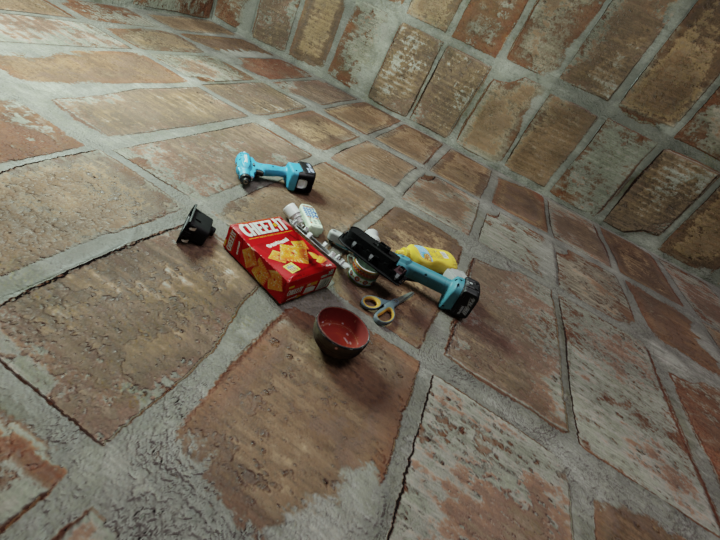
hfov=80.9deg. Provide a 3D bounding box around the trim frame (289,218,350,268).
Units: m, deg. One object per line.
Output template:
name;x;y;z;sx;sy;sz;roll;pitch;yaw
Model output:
trim frame;-0.100;-0.065;1.022;0.181;0.027;0.253;41;-1;-10

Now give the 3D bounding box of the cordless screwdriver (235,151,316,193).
cordless screwdriver;-0.264;-0.296;1.318;0.240;0.073;0.166;7;36;-21

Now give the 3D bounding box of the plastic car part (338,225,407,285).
plastic car part;0.032;-0.046;1.057;0.211;0.066;0.065;34;37;20

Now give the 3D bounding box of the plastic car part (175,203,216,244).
plastic car part;-0.368;-0.101;0.968;0.068;0.066;0.120;32;24;-22

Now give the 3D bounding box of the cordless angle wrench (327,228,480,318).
cordless angle wrench;0.104;-0.012;1.133;0.430;0.097;0.074;26;34;8
